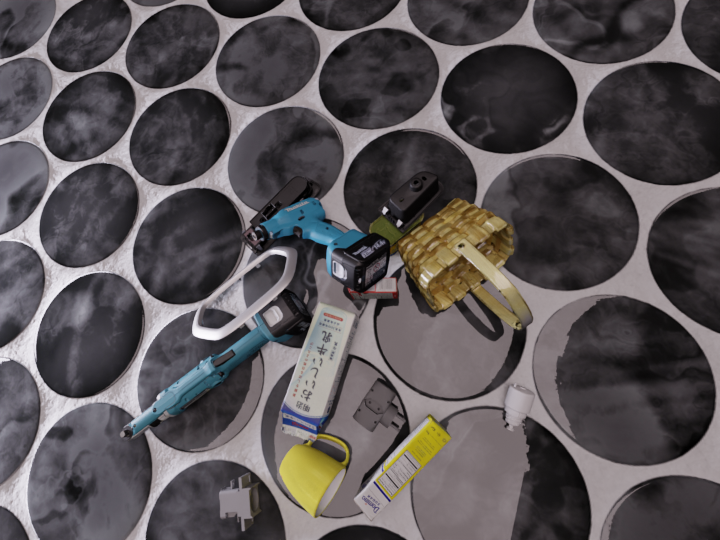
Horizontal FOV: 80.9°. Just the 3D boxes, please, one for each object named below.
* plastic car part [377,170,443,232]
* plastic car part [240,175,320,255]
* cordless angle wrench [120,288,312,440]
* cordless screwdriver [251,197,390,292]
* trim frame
[{"bbox_3d":[0.093,-0.135,0.747,0.116,0.068,0.068,-44,73,-1],"label":"plastic car part"},{"bbox_3d":[-0.173,-0.129,0.893,0.202,0.064,0.069,-45,65,-7],"label":"plastic car part"},{"bbox_3d":[-0.283,0.192,0.806,0.424,0.094,0.077,-37,73,3],"label":"cordless angle wrench"},{"bbox_3d":[-0.077,-0.050,0.783,0.155,0.072,0.263,-29,47,-31],"label":"cordless screwdriver"},{"bbox_3d":[-0.219,0.040,0.809,0.247,0.026,0.194,-42,35,-7],"label":"trim frame"}]
